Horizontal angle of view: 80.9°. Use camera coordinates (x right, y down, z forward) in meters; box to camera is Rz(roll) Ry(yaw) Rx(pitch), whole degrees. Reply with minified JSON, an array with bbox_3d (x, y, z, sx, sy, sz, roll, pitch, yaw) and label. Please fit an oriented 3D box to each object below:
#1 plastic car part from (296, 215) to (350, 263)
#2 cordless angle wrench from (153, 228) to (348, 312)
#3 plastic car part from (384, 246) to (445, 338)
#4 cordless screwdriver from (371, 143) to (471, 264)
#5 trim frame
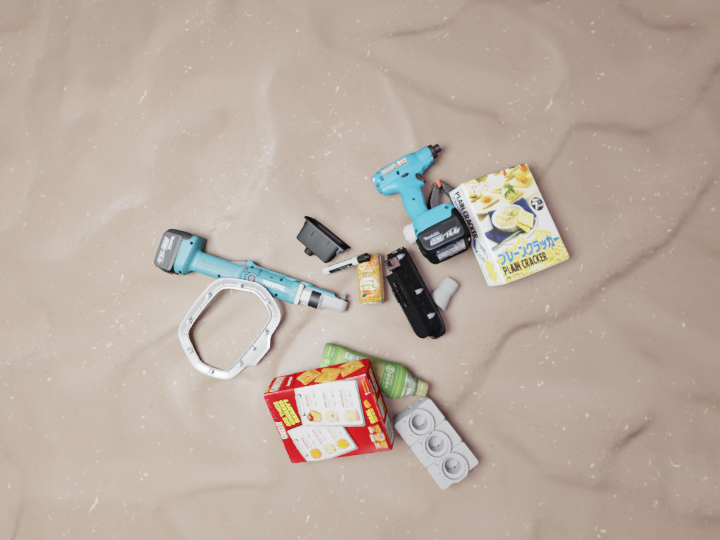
[{"bbox_3d":[-0.090,-0.059,0.923,0.119,0.064,0.071,37,102,10],"label":"plastic car part"},{"bbox_3d":[-0.233,0.015,0.922,0.427,0.073,0.098,18,86,5],"label":"cordless angle wrench"},{"bbox_3d":[0.107,0.055,0.874,0.065,0.068,0.204,-26,84,-42],"label":"plastic car part"},{"bbox_3d":[0.141,-0.146,0.858,0.160,0.070,0.260,-31,58,7],"label":"cordless screwdriver"},{"bbox_3d":[-0.281,0.127,0.901,0.182,0.028,0.249,39,101,-5],"label":"trim frame"}]
